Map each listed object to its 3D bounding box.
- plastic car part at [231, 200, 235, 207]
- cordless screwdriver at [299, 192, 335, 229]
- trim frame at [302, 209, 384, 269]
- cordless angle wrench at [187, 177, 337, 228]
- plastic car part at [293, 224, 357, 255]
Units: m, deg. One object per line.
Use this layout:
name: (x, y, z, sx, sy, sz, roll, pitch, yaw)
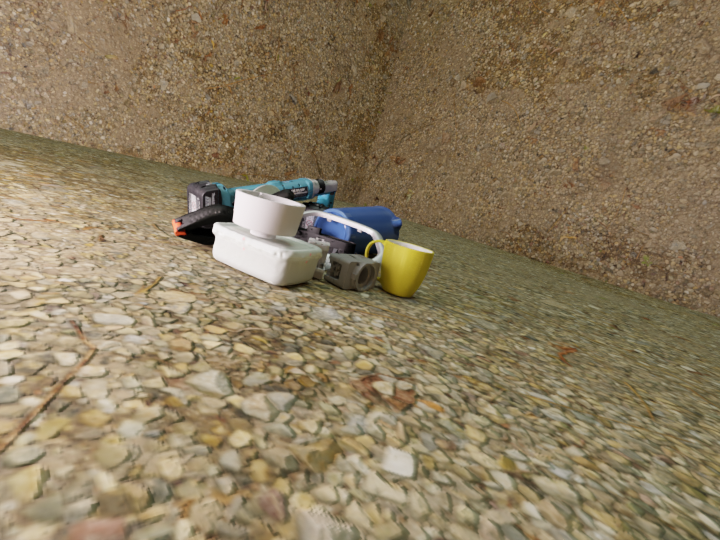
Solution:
plastic car part: (-0.240, -0.101, 0.915, 0.069, 0.071, 0.111, 5, -8, 27)
cordless screwdriver: (-0.122, -0.152, 1.227, 0.075, 0.156, 0.251, 12, 26, 1)
trim frame: (-0.062, -0.064, 0.882, 0.255, 0.027, 0.183, 20, 38, 12)
cordless angle wrench: (-0.211, -0.188, 1.036, 0.079, 0.096, 0.408, 27, 32, 38)
plastic car part: (-0.092, -0.060, 0.945, 0.210, 0.067, 0.064, 21, 4, 17)
